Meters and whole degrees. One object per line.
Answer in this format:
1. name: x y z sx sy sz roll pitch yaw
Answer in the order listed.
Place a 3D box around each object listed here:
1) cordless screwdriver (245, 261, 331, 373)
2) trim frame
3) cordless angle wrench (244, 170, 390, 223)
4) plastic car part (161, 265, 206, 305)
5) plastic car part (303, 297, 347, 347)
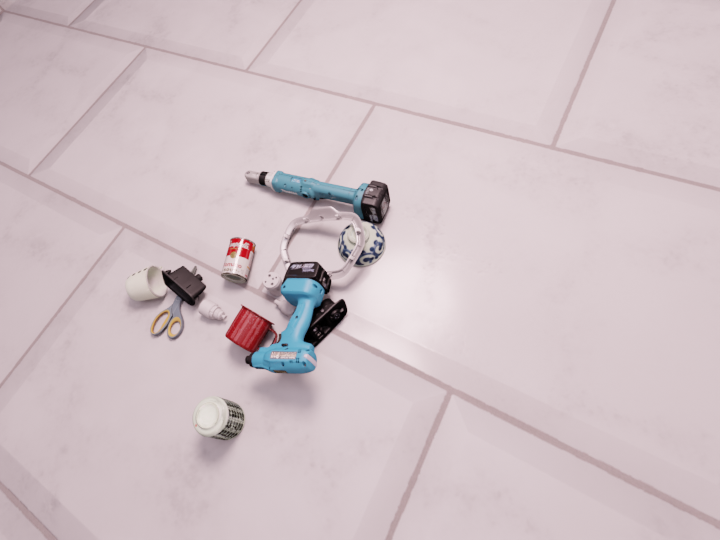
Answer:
1. cordless screwdriver: -0.155 0.102 0.925 0.165 0.070 0.254 -7 53 24
2. trim frame: -0.101 -0.066 1.037 0.260 0.026 0.186 -2 74 33
3. cordless angle wrench: -0.135 -0.218 1.128 0.440 0.093 0.075 16 65 23
4. plastic car part: -0.440 0.033 1.078 0.120 0.065 0.070 33 54 14
5. plastic car part: -0.114 0.136 0.966 0.202 0.063 0.071 -40 39 -7
